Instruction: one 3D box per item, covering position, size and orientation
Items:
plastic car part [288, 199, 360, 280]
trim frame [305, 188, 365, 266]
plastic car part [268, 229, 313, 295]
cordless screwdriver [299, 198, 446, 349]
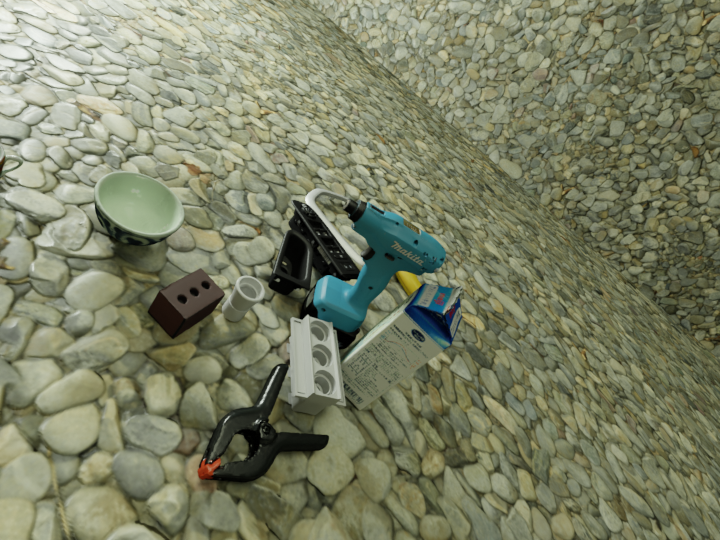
[{"bbox_3d":[-0.079,-0.052,0.811,0.063,0.067,0.211,-3,53,-47],"label":"plastic car part"},{"bbox_3d":[-0.025,-0.096,0.952,0.256,0.028,0.178,50,35,15],"label":"trim frame"},{"bbox_3d":[-0.122,-0.005,0.710,0.064,0.071,0.120,28,36,-21],"label":"plastic car part"},{"bbox_3d":[-0.013,0.008,0.639,0.155,0.251,0.076,32,35,-16],"label":"cordless screwdriver"}]
